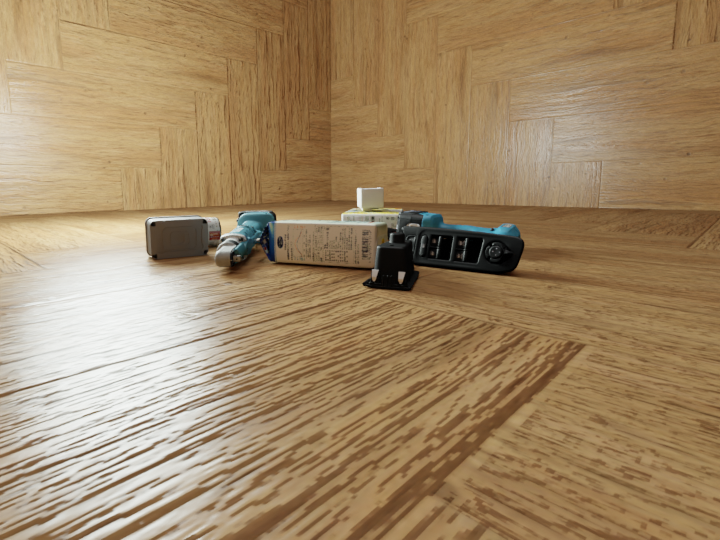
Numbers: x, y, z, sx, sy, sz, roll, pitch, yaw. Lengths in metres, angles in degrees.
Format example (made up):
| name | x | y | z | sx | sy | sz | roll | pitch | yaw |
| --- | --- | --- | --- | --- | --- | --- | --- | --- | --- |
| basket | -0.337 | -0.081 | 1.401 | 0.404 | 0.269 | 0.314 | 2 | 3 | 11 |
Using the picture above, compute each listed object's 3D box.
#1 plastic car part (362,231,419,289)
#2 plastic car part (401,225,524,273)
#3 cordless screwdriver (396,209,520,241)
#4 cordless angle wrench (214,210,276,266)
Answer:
| name | x | y | z | sx | sy | sz | roll | pitch | yaw |
| --- | --- | --- | --- | --- | --- | --- | --- | --- | --- |
| plastic car part | 0.051 | -0.018 | 0.608 | 0.068 | 0.070 | 0.114 | 4 | 14 | 17 |
| plastic car part | 0.165 | -0.029 | 0.701 | 0.213 | 0.067 | 0.063 | 7 | -14 | 39 |
| cordless screwdriver | 0.198 | -0.078 | 0.893 | 0.260 | 0.073 | 0.154 | 9 | 14 | 26 |
| cordless angle wrench | -0.239 | -0.066 | 0.870 | 0.097 | 0.073 | 0.430 | -2 | 14 | -5 |
